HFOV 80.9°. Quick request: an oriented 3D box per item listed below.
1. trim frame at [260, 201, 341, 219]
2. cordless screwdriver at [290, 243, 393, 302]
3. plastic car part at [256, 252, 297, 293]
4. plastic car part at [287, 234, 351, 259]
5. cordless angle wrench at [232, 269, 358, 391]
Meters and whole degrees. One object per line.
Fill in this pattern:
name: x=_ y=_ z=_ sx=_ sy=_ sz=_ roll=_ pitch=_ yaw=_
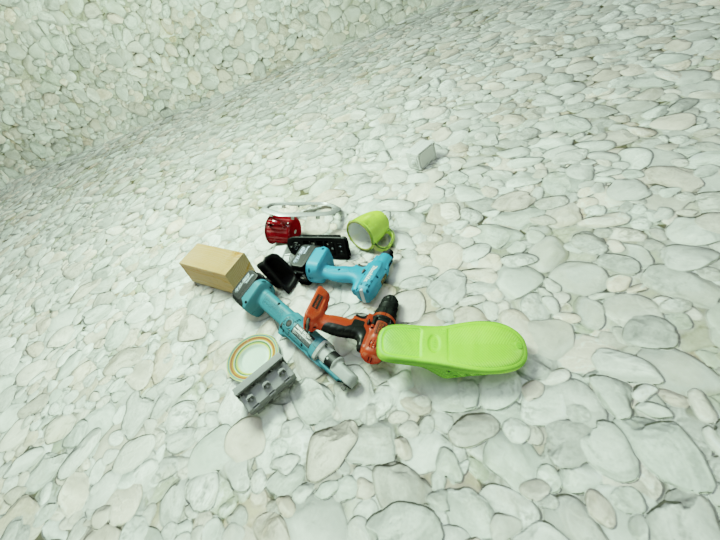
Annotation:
trim frame: x=-0.181 y=-0.186 z=1.297 sx=0.244 sy=0.027 sz=0.191 roll=-5 pitch=23 yaw=-12
cordless screwdriver: x=-0.046 y=-0.014 z=1.090 sx=0.261 sy=0.071 sz=0.159 roll=13 pitch=52 yaw=31
plastic car part: x=-0.232 y=0.005 z=1.138 sx=0.073 sy=0.112 sz=0.066 roll=-17 pitch=33 yaw=46
plastic car part: x=-0.117 y=-0.076 z=1.196 sx=0.211 sy=0.064 sz=0.067 roll=1 pitch=36 yaw=26
cordless angle wrench: x=-0.155 y=0.133 z=0.984 sx=0.448 sy=0.070 sz=0.098 roll=32 pitch=82 yaw=40
